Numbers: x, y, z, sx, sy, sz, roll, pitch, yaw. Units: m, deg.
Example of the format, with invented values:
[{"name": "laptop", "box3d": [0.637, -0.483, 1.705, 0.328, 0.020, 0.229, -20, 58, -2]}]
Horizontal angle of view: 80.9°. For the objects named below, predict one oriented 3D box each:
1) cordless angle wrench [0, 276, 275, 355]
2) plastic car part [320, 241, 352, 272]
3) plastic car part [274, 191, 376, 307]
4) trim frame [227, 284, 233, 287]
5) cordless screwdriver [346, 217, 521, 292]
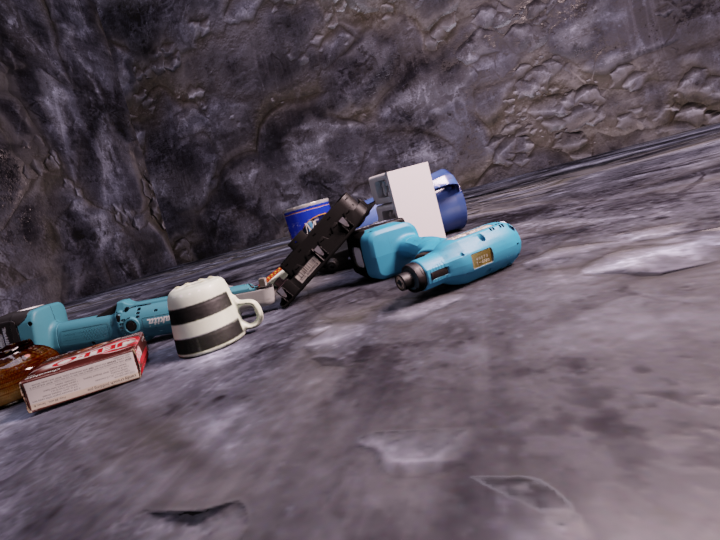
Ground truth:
[{"name": "cordless angle wrench", "box3d": [-0.332, 0.074, 0.634, 0.427, 0.097, 0.074, -10, 7, 6]}, {"name": "plastic car part", "box3d": [-0.043, -0.025, 0.809, 0.118, 0.064, 0.072, -17, 21, 12]}, {"name": "plastic car part", "box3d": [-0.061, -0.040, 0.626, 0.203, 0.067, 0.066, -44, 2, 2]}, {"name": "trim frame", "box3d": [-0.308, 0.062, 0.817, 0.180, 0.027, 0.257, -21, 9, -24]}, {"name": "cordless screwdriver", "box3d": [0.058, -0.020, 0.558, 0.155, 0.073, 0.259, -20, 14, -25]}]
